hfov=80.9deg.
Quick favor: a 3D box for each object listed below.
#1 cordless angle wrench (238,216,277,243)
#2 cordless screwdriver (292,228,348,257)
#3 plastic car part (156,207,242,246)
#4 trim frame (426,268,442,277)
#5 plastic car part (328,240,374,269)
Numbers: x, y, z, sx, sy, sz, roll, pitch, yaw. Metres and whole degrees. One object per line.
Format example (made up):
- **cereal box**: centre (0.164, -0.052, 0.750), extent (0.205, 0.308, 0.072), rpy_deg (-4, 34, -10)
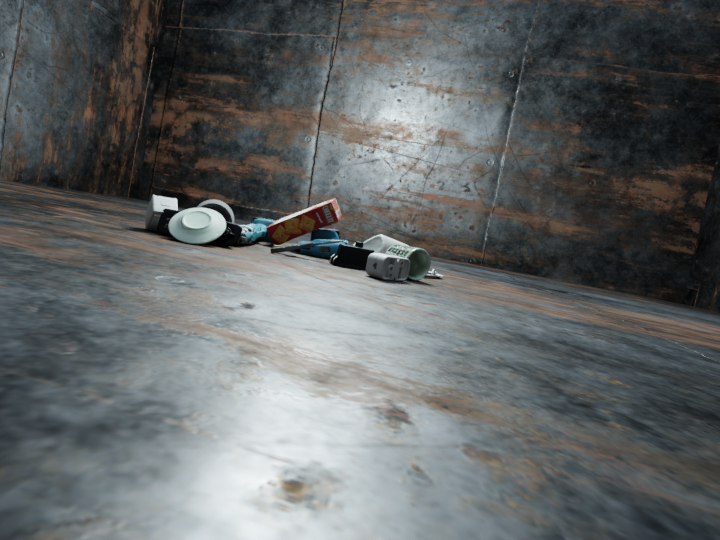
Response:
- **cordless angle wrench**: centre (-0.324, -0.114, 1.274), extent (0.098, 0.074, 0.425), rpy_deg (10, 8, -3)
- **cordless screwdriver**: centre (-0.128, -0.084, 1.308), extent (0.158, 0.074, 0.253), rpy_deg (3, 10, -6)
- **plastic car part**: centre (-0.386, -0.094, 1.029), extent (0.206, 0.067, 0.065), rpy_deg (10, -21, 7)
- **trim frame**: centre (0.132, -0.007, 1.253), extent (0.194, 0.027, 0.236), rpy_deg (15, 9, 44)
- **plastic car part**: centre (-0.016, -0.040, 1.089), extent (0.114, 0.070, 0.067), rpy_deg (7, 6, -11)
